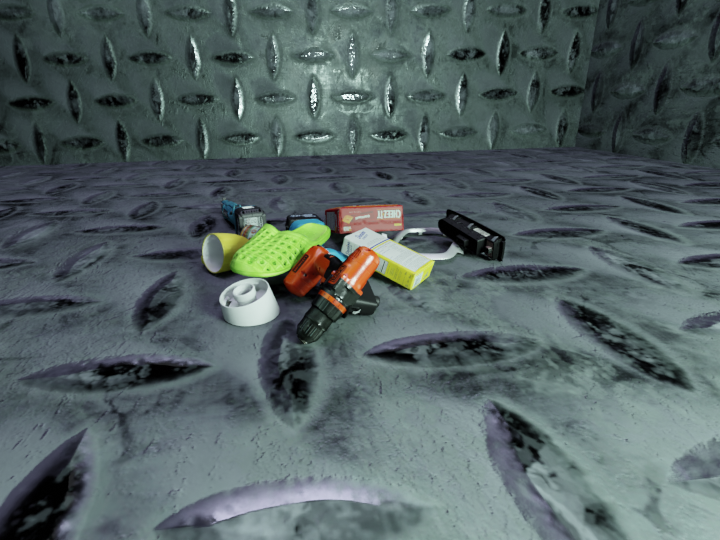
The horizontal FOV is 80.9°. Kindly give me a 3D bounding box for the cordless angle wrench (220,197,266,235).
[{"bbox_3d":[-0.374,-0.167,1.277,0.072,0.096,0.444,-10,19,-25],"label":"cordless angle wrench"}]

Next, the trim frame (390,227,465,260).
[{"bbox_3d":[0.171,-0.069,1.073,0.191,0.027,0.245,6,22,20],"label":"trim frame"}]

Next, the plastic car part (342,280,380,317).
[{"bbox_3d":[-0.003,0.048,0.762,0.069,0.065,0.121,9,21,-18],"label":"plastic car part"}]

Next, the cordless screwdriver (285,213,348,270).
[{"bbox_3d":[-0.100,-0.065,1.021,0.156,0.073,0.259,-4,26,-13],"label":"cordless screwdriver"}]

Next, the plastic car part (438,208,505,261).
[{"bbox_3d":[0.257,-0.086,1.029,0.066,0.064,0.214,-22,36,-13],"label":"plastic car part"}]
